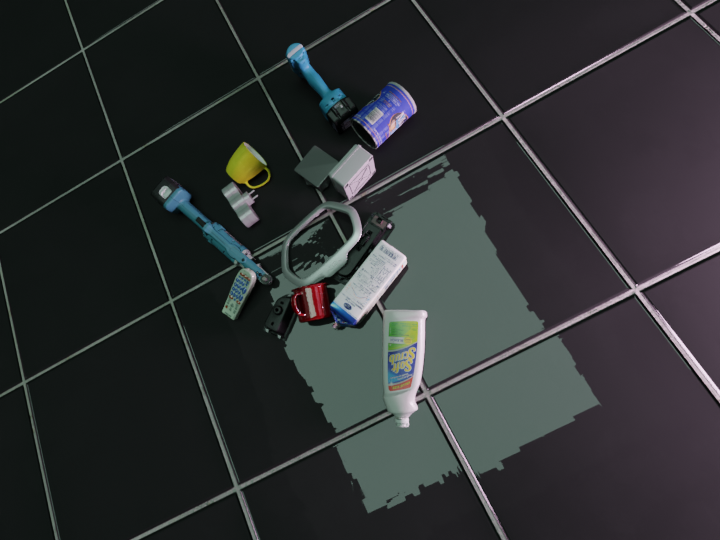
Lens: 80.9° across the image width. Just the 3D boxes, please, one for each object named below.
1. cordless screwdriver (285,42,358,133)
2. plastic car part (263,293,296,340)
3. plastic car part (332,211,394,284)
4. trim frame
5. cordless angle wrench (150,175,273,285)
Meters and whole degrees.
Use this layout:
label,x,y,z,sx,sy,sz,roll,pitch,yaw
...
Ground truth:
label,x,y,z,sx,sy,sz,roll,pitch,yaw
cordless screwdriver,-0.106,-0.490,1.156,0.074,0.158,0.250,-38,87,3
plastic car part,-0.199,0.108,1.046,0.068,0.069,0.116,23,85,14
plastic car part,0.003,-0.054,1.045,0.068,0.066,0.203,35,89,9
trim frame,-0.104,-0.068,1.062,0.250,0.026,0.194,-41,55,9
cordless angle wrench,-0.393,-0.099,1.142,0.435,0.095,0.074,39,87,15
